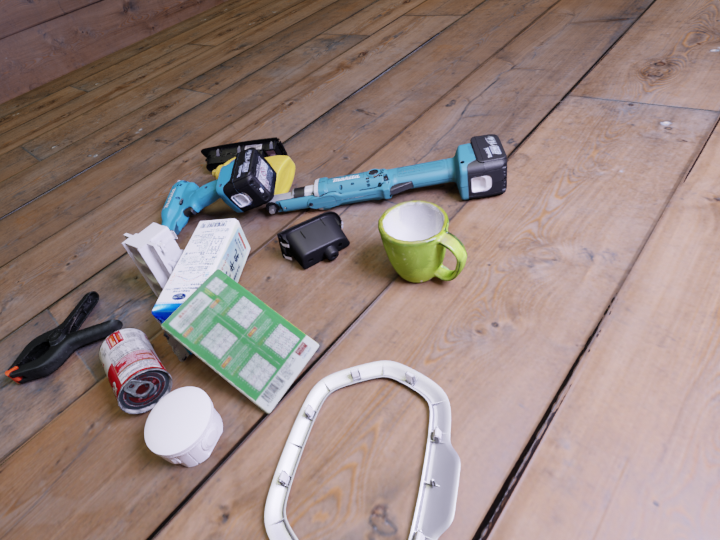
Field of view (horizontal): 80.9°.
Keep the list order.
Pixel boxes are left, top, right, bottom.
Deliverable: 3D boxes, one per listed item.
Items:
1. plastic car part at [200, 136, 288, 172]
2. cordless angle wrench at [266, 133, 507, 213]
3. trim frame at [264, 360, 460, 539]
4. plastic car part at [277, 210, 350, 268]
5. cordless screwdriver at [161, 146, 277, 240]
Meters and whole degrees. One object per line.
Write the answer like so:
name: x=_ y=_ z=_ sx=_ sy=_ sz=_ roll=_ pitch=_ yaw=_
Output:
plastic car part: x=-0.272 y=-0.254 z=0.967 sx=0.209 sy=0.063 sz=0.068 roll=3 pitch=72 yaw=18
cordless angle wrench: x=0.030 y=-0.153 z=0.759 sx=0.432 sy=0.071 sz=0.100 roll=-7 pitch=43 yaw=14
trim frame: x=0.004 y=0.199 z=0.436 sx=0.191 sy=0.026 sz=0.250 roll=5 pitch=46 yaw=21
plastic car part: x=-0.067 y=-0.044 z=0.689 sx=0.115 sy=0.064 sz=0.074 roll=-25 pitch=59 yaw=-13
cordless screwdriver: x=-0.283 y=-0.130 z=0.803 sx=0.257 sy=0.070 sz=0.163 roll=-13 pitch=52 yaw=26
